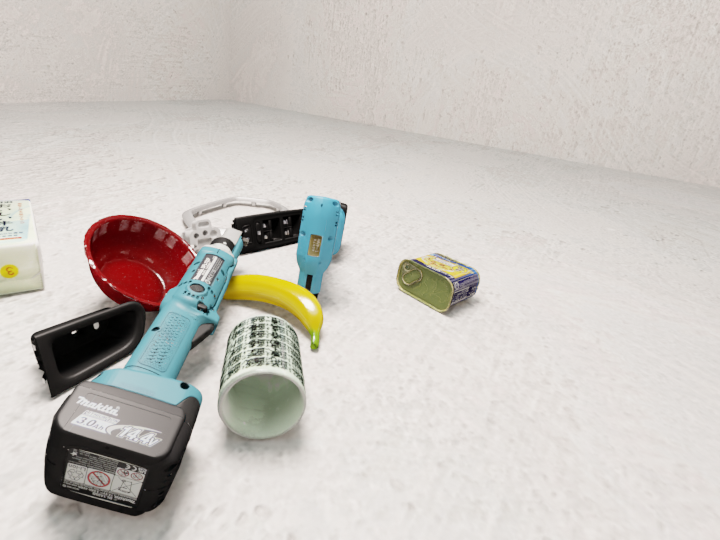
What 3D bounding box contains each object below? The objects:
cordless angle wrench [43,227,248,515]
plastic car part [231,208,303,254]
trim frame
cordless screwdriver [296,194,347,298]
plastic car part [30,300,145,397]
[{"bbox_3d":[-0.193,0.043,0.486,0.096,0.074,0.434,19,25,-13],"label":"cordless angle wrench"},{"bbox_3d":[-0.159,-0.080,0.811,0.195,0.066,0.070,-15,7,-35],"label":"plastic car part"},{"bbox_3d":[-0.259,-0.117,0.897,0.192,0.027,0.242,17,26,24],"label":"trim frame"},{"bbox_3d":[-0.068,-0.045,0.696,0.074,0.158,0.251,10,10,-3],"label":"cordless screwdriver"},{"bbox_3d":[-0.305,0.074,0.465,0.074,0.065,0.114,3,18,25],"label":"plastic car part"}]
